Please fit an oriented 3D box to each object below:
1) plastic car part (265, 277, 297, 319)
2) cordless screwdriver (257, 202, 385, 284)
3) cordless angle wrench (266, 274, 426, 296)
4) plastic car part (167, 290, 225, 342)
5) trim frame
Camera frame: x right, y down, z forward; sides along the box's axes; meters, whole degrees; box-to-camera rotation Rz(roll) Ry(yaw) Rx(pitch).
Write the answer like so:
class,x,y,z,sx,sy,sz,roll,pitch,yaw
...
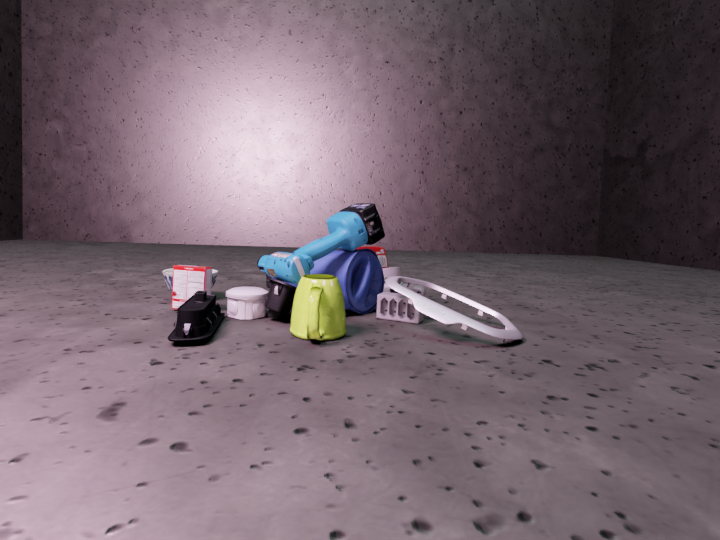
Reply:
class,x,y,z,sx,sy,sz,roll,pitch,yaw
plastic car part,-0.151,0.056,0.791,0.067,0.071,0.115,19,-5,3
cordless screwdriver,-0.083,-0.054,0.845,0.243,0.072,0.167,-33,23,-30
cordless angle wrench,-0.045,0.028,1.098,0.439,0.074,0.095,7,7,23
plastic car part,-0.265,0.071,0.698,0.065,0.067,0.207,8,7,-12
trim frame,0.159,0.063,0.747,0.261,0.027,0.176,27,14,29
